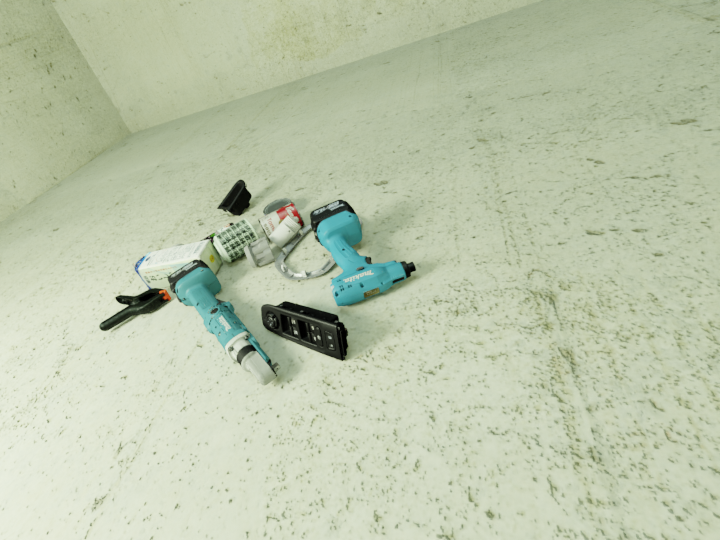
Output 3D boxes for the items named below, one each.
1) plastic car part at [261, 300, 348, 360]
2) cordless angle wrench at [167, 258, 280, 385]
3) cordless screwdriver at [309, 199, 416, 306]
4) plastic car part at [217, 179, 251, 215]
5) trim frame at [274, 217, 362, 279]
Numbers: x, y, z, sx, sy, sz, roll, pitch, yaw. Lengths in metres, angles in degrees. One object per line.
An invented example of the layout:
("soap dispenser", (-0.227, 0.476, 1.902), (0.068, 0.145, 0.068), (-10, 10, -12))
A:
("plastic car part", (-0.098, 0.091, 0.744), (0.213, 0.064, 0.066), (8, 34, 37))
("cordless angle wrench", (-0.276, 0.096, 0.835), (0.097, 0.071, 0.448), (-36, 39, -19))
("cordless screwdriver", (-0.006, -0.047, 0.847), (0.159, 0.071, 0.261), (-21, 45, -2))
("plastic car part", (-0.373, -0.214, 1.301), (0.069, 0.067, 0.116), (13, 63, 40))
("trim frame", (-0.096, -0.063, 0.978), (0.193, 0.026, 0.247), (5, 42, 33))
